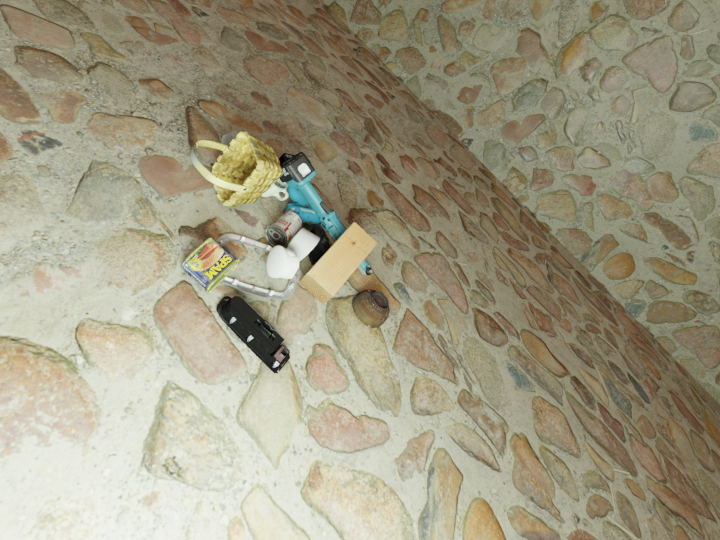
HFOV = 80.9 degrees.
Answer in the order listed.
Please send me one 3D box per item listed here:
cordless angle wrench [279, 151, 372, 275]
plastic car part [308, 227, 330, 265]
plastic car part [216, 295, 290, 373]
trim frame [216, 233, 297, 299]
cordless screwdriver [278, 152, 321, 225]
[{"bbox_3d":[-0.090,-0.149,1.248,0.073,0.102,0.411,-43,108,-24],"label":"cordless angle wrench"},{"bbox_3d":[-0.120,-0.078,1.226,0.063,0.071,0.122,6,47,-39],"label":"plastic car part"},{"bbox_3d":[-0.232,0.129,0.926,0.204,0.067,0.065,42,43,3],"label":"plastic car part"},{"bbox_3d":[-0.266,-0.009,1.060,0.237,0.028,0.191,21,42,-29],"label":"trim frame"},{"bbox_3d":[-0.184,-0.249,1.340,0.151,0.075,0.258,6,53,-40],"label":"cordless screwdriver"}]
